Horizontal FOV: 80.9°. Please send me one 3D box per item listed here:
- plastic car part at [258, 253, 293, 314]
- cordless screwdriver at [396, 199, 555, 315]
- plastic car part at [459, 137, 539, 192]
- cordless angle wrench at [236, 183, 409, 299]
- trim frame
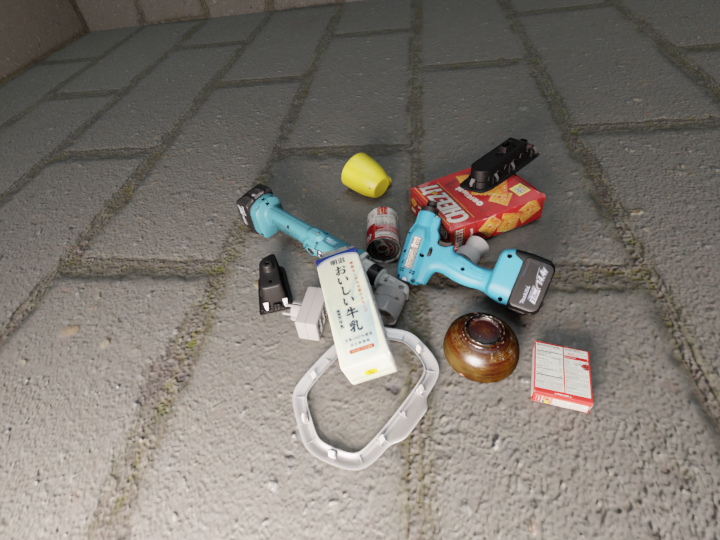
[{"bbox_3d":[-0.172,0.016,0.812,0.065,0.068,0.122,-13,48,-6],"label":"plastic car part"},{"bbox_3d":[0.198,-0.025,0.735,0.260,0.071,0.159,17,87,27],"label":"cordless screwdriver"},{"bbox_3d":[0.289,-0.223,0.870,0.200,0.064,0.070,-38,57,-21],"label":"plastic car part"},{"bbox_3d":[-0.084,-0.055,0.855,0.445,0.094,0.073,30,59,30],"label":"cordless angle wrench"},{"bbox_3d":[0.008,0.179,0.646,0.194,0.026,0.245,29,55,32],"label":"trim frame"}]
